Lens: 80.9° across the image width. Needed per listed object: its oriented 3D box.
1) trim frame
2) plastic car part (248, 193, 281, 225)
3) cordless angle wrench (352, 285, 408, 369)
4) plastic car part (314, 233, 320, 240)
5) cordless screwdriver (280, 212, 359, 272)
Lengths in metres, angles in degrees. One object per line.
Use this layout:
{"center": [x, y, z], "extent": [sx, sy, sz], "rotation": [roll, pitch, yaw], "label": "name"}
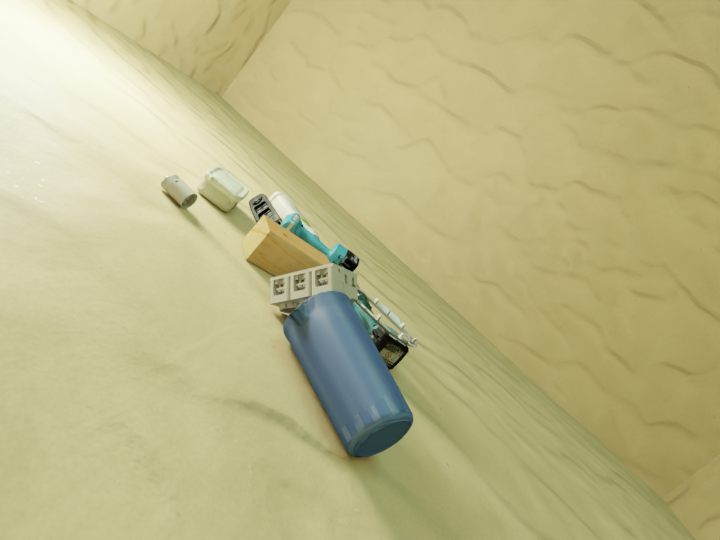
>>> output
{"center": [0.045, 0.098, 1.034], "extent": [0.262, 0.027, 0.175], "rotation": [40, 6, 30], "label": "trim frame"}
{"center": [-0.281, -0.169, 1.269], "extent": [0.063, 0.066, 0.214], "rotation": [44, 5, -45], "label": "plastic car part"}
{"center": [0.000, 0.099, 1.154], "extent": [0.093, 0.074, 0.442], "rotation": [35, 10, -29], "label": "cordless angle wrench"}
{"center": [-0.142, -0.047, 1.292], "extent": [0.068, 0.066, 0.122], "rotation": [-3, 47, -53], "label": "plastic car part"}
{"center": [-0.120, -0.079, 1.230], "extent": [0.245, 0.074, 0.161], "rotation": [37, 15, -8], "label": "cordless screwdriver"}
